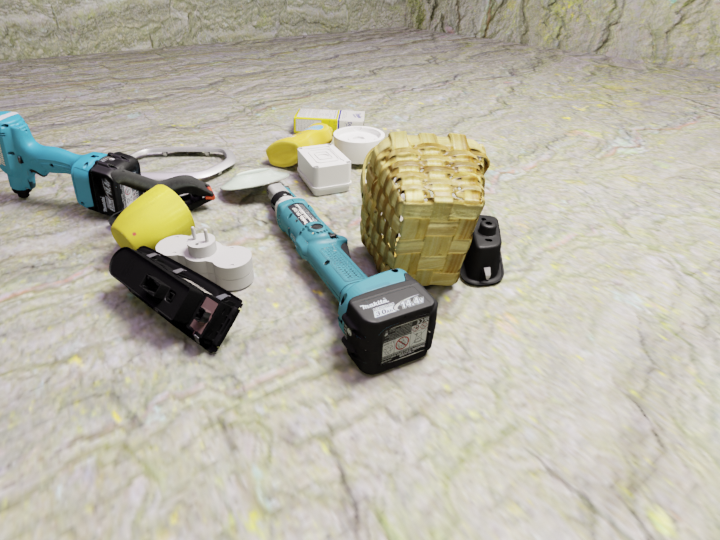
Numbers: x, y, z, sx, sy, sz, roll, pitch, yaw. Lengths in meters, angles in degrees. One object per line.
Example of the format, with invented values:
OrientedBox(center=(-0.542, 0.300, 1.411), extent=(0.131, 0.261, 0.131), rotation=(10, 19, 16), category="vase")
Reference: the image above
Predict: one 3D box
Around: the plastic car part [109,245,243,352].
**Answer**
OrientedBox(center=(-0.235, 0.021, 0.501), extent=(0.214, 0.066, 0.063), rotation=(24, -1, 34), category="plastic car part")

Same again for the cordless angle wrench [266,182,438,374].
OrientedBox(center=(-0.058, -0.038, 0.590), extent=(0.095, 0.072, 0.447), rotation=(-15, 36, -22), category="cordless angle wrench")

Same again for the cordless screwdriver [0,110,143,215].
OrientedBox(center=(-0.509, -0.160, 0.731), extent=(0.250, 0.157, 0.075), rotation=(21, 39, 2), category="cordless screwdriver")

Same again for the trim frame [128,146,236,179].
OrientedBox(center=(-0.387, -0.228, 0.893), extent=(0.249, 0.027, 0.190), rotation=(-3, 37, 0), category="trim frame")

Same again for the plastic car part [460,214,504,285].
OrientedBox(center=(0.170, -0.039, 0.585), extent=(0.067, 0.069, 0.118), rotation=(5, 33, 7), category="plastic car part")
